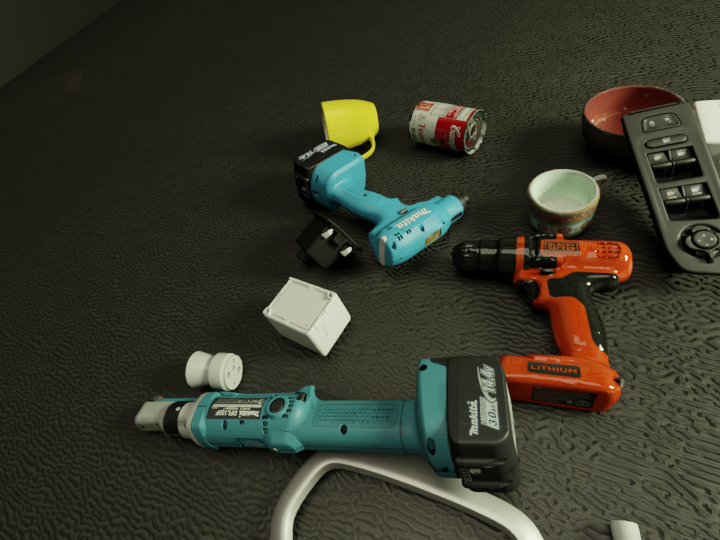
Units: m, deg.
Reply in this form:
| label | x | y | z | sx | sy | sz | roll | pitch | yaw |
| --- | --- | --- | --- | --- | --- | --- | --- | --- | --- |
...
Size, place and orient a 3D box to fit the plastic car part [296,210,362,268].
| label | x | y | z | sx | sy | sz | roll | pitch | yaw |
| --- | --- | --- | --- | --- | --- | --- | --- | --- | --- |
| plastic car part | -0.058 | -0.038 | 0.595 | 0.071 | 0.063 | 0.121 | -48 | 24 | -4 |

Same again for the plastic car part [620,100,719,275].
| label | x | y | z | sx | sy | sz | roll | pitch | yaw |
| --- | --- | --- | --- | --- | --- | --- | --- | --- | --- |
| plastic car part | 0.342 | -0.083 | 0.464 | 0.067 | 0.064 | 0.208 | -6 | 65 | 10 |

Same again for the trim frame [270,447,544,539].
| label | x | y | z | sx | sy | sz | roll | pitch | yaw |
| --- | --- | --- | --- | --- | --- | --- | --- | --- | --- |
| trim frame | 0.033 | 0.250 | 0.358 | 0.259 | 0.026 | 0.186 | 6 | 56 | 26 |

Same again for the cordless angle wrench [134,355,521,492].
| label | x | y | z | sx | sy | sz | roll | pitch | yaw |
| --- | --- | --- | --- | --- | --- | --- | --- | --- | --- |
| cordless angle wrench | -0.073 | 0.153 | 0.435 | 0.436 | 0.071 | 0.099 | -8 | 36 | 23 |

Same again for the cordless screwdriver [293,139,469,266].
| label | x | y | z | sx | sy | sz | roll | pitch | yaw |
| --- | --- | --- | --- | --- | --- | --- | --- | --- | --- |
| cordless screwdriver | 0.022 | -0.116 | 0.627 | 0.156 | 0.071 | 0.263 | -33 | 51 | -23 |
